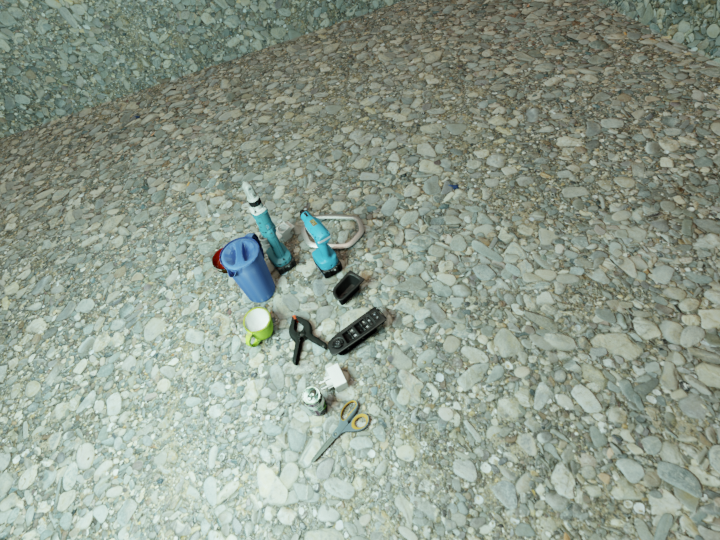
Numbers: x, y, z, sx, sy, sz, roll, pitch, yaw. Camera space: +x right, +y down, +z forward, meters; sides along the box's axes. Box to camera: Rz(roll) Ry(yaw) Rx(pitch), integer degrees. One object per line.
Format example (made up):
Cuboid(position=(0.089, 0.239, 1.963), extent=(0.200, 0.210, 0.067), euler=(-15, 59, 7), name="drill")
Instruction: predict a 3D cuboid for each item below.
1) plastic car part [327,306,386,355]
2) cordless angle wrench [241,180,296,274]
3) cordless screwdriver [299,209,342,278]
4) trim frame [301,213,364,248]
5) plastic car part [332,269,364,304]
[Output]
Cuboid(position=(-0.013, 0.199, 1.323), extent=(0.201, 0.064, 0.070), euler=(-32, 54, -11), name="plastic car part")
Cuboid(position=(-0.316, -0.141, 1.433), extent=(0.073, 0.405, 0.103), euler=(-34, 56, -15), name="cordless angle wrench")
Cuboid(position=(-0.143, -0.093, 1.461), extent=(0.073, 0.238, 0.168), euler=(-31, 55, -13), name="cordless screwdriver")
Cuboid(position=(-0.109, -0.155, 1.632), extent=(0.254, 0.026, 0.188), euler=(0, 54, 14), name="trim frame")
Cuboid(position=(-0.044, 0.069, 1.425), extent=(0.069, 0.068, 0.115), euler=(31, 66, 29), name="plastic car part")
